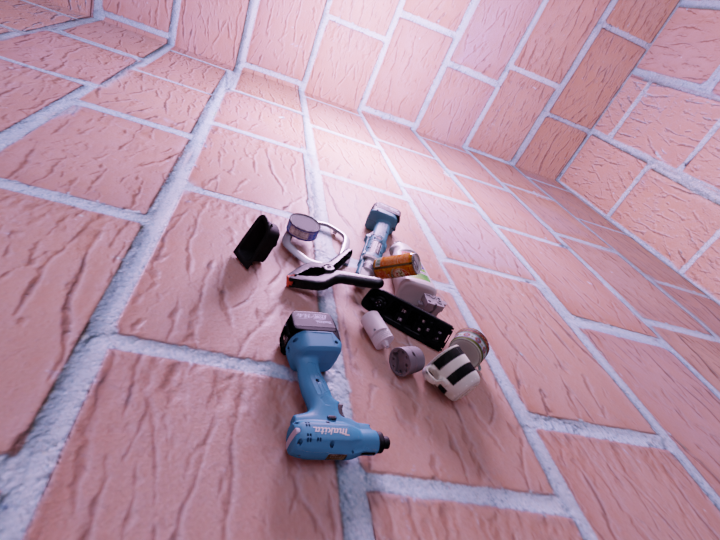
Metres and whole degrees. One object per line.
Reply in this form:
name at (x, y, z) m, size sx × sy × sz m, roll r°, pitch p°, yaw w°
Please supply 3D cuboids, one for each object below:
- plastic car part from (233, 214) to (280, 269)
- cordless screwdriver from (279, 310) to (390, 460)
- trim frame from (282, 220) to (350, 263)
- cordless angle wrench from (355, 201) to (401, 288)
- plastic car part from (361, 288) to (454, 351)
plastic car part at (-0.221, -0.063, 0.953) m, size 0.069 × 0.117 × 0.067 m, roll 44°, pitch 11°, yaw 30°
cordless screwdriver at (-0.051, 0.185, 0.698) m, size 0.154 × 0.074 × 0.260 m, roll 10°, pitch 36°, yaw -22°
trim frame at (-0.109, -0.071, 1.113) m, size 0.184 × 0.027 × 0.251 m, roll 21°, pitch 28°, yaw -2°
cordless angle wrench at (0.040, -0.071, 1.171) m, size 0.098 × 0.074 × 0.426 m, roll 23°, pitch 32°, yaw -2°
plastic car part at (0.102, 0.097, 0.949) m, size 0.206 × 0.066 × 0.066 m, roll 27°, pitch 20°, yaw 6°
